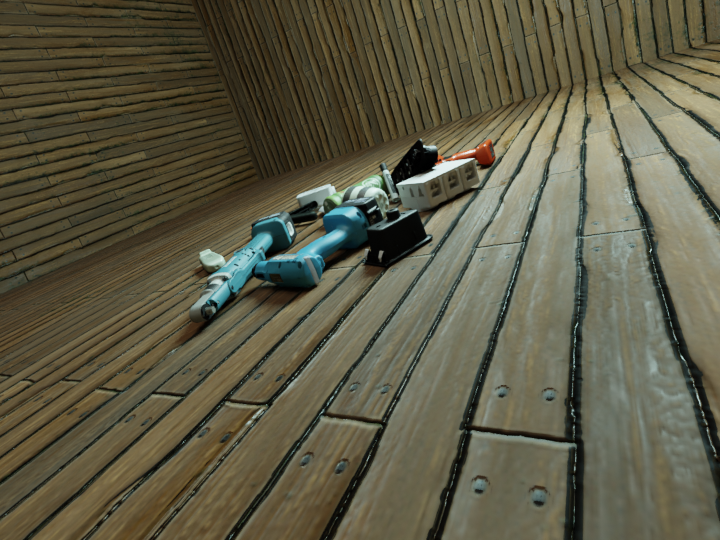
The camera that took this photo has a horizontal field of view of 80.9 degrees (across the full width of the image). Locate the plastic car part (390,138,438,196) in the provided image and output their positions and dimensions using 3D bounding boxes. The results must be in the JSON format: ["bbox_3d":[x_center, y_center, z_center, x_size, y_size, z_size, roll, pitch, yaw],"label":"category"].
[{"bbox_3d":[0.127,-0.236,0.989,0.066,0.067,0.202,-3,-13,-11],"label":"plastic car part"}]

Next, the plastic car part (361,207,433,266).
[{"bbox_3d":[0.055,-0.061,0.676,0.114,0.069,0.069,-32,22,-27],"label":"plastic car part"}]

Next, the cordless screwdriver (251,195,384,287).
[{"bbox_3d":[-0.076,-0.049,0.773,0.167,0.072,0.244,-1,30,44],"label":"cordless screwdriver"}]

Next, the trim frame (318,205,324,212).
[{"bbox_3d":[-0.008,-0.211,1.221,0.243,0.027,0.193,-34,25,-32],"label":"trim frame"}]

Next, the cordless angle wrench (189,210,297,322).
[{"bbox_3d":[-0.228,-0.015,0.837,0.100,0.072,0.426,-15,21,14],"label":"cordless angle wrench"}]
